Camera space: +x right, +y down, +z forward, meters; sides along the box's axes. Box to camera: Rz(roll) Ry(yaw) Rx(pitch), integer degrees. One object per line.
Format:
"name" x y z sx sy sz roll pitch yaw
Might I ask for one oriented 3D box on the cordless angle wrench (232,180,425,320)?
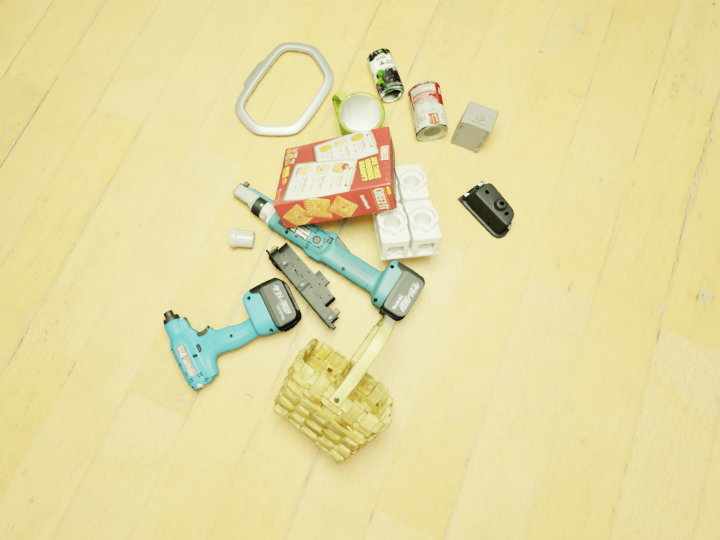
"cordless angle wrench" -0.081 -0.053 0.828 0.433 0.073 0.098 32 79 12

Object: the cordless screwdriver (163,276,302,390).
"cordless screwdriver" -0.245 0.094 0.798 0.248 0.073 0.163 -32 78 -1

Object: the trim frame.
"trim frame" -0.169 -0.403 0.937 0.187 0.027 0.248 29 81 8

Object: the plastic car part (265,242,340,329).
"plastic car part" -0.105 0.020 0.805 0.208 0.064 0.067 44 93 13

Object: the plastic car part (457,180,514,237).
"plastic car part" 0.259 -0.126 0.827 0.066 0.069 0.120 -36 76 -6
